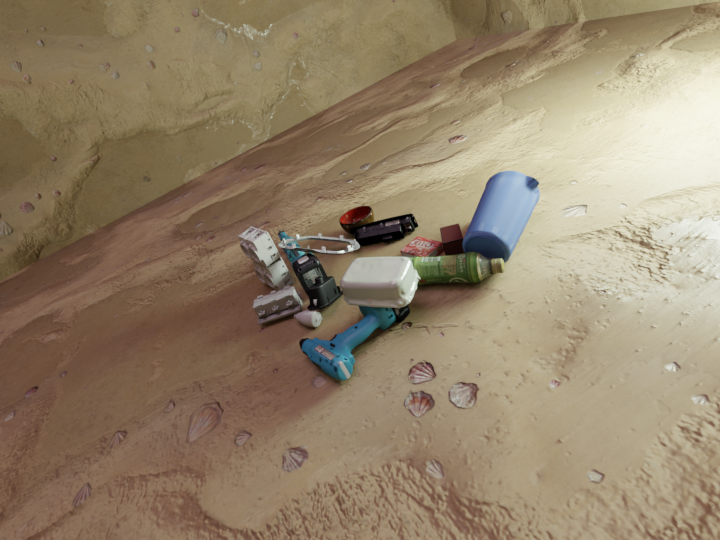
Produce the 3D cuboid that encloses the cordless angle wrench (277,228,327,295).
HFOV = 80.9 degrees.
[{"bbox_3d":[-0.204,-0.051,1.334,0.074,0.094,0.443,-29,28,-9],"label":"cordless angle wrench"}]

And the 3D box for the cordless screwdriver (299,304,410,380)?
[{"bbox_3d":[-0.017,0.123,0.956,0.246,0.071,0.168,-43,36,-23],"label":"cordless screwdriver"}]

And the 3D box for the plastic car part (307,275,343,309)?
[{"bbox_3d":[-0.097,0.049,1.090,0.068,0.070,0.114,-6,13,27],"label":"plastic car part"}]

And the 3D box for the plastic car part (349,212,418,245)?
[{"bbox_3d":[0.066,-0.112,1.260,0.210,0.063,0.068,-6,62,26],"label":"plastic car part"}]

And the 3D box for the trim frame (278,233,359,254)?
[{"bbox_3d":[-0.121,-0.079,1.239,0.259,0.027,0.180,9,21,24],"label":"trim frame"}]
